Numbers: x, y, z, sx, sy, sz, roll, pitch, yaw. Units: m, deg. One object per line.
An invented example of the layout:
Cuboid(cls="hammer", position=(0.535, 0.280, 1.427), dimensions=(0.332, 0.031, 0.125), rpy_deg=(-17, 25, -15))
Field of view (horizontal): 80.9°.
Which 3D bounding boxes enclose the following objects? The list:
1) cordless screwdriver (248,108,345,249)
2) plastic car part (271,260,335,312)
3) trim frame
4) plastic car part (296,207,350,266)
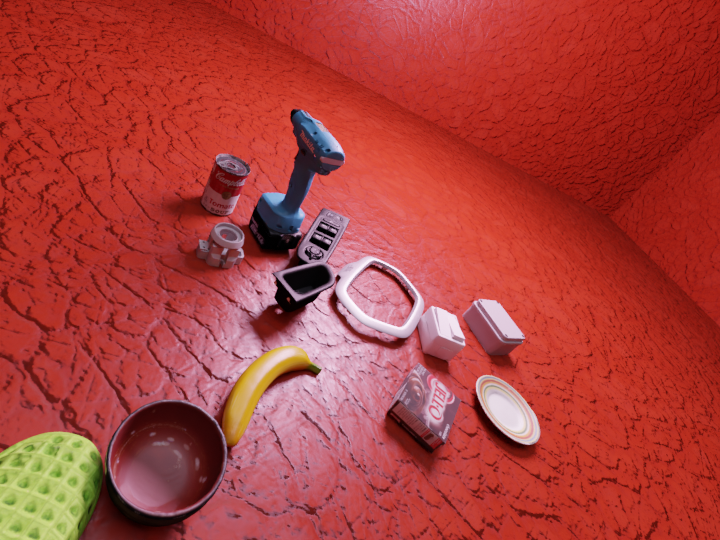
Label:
Cuboid(cls="cordless screwdriver", position=(-0.132, -0.166, 0.789), dimensions=(0.071, 0.249, 0.167), rpy_deg=(2, 45, -42))
Cuboid(cls="plastic car part", position=(-0.098, 0.034, 0.712), dimensions=(0.069, 0.071, 0.112), rpy_deg=(47, 35, 20))
Cuboid(cls="trim frame", position=(0.040, 0.046, 0.851), dimensions=(0.187, 0.027, 0.245), rpy_deg=(36, 32, 6))
Cuboid(cls="plastic car part", position=(-0.083, -0.054, 0.848), dimensions=(0.066, 0.067, 0.204), rpy_deg=(30, 32, -6))
